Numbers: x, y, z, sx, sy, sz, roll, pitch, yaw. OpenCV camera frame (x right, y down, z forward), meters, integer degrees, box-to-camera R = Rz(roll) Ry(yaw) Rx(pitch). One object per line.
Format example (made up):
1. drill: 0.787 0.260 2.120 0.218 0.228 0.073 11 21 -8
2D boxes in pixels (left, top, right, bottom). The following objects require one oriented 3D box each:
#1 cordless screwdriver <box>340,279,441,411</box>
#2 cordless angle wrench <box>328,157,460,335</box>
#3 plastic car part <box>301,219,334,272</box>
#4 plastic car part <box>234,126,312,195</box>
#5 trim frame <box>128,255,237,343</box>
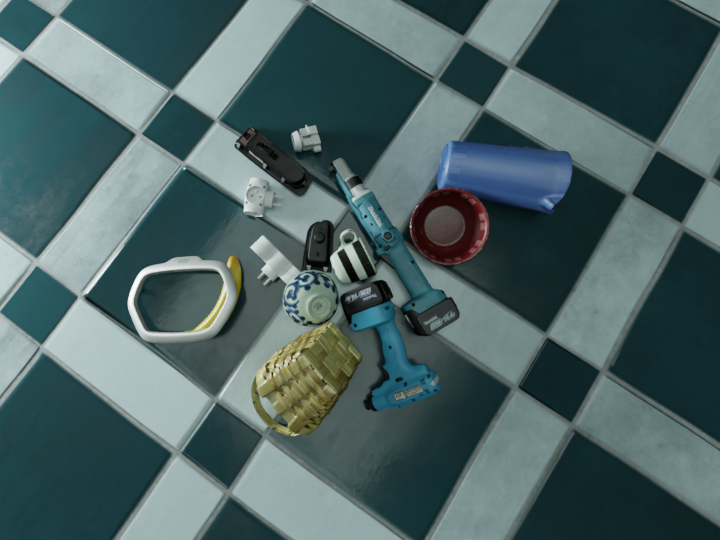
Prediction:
1. cordless screwdriver: 0.034 0.153 0.852 0.162 0.072 0.253 -30 79 21
2. cordless angle wrench: 0.055 -0.066 0.901 0.097 0.073 0.432 -30 79 -5
3. plastic car part: -0.088 -0.058 0.900 0.066 0.071 0.117 6 84 -2
4. plastic car part: -0.191 -0.251 0.943 0.205 0.067 0.066 40 75 4
5. trim frame: -0.375 0.058 0.886 0.253 0.026 0.187 -6 75 12
